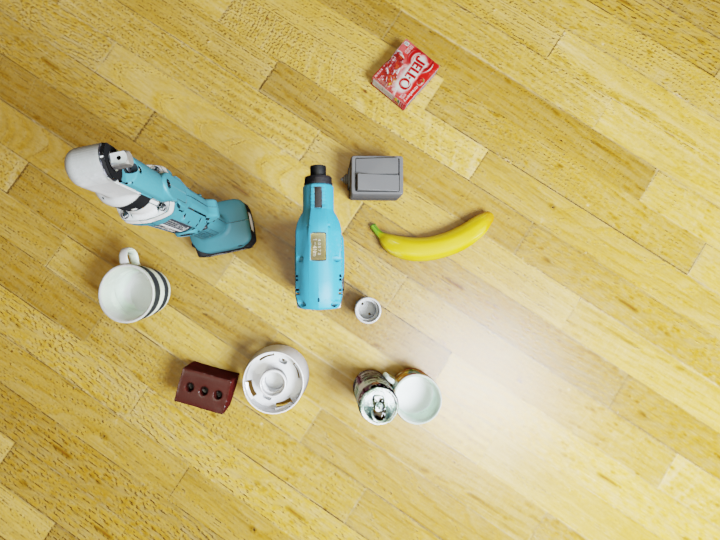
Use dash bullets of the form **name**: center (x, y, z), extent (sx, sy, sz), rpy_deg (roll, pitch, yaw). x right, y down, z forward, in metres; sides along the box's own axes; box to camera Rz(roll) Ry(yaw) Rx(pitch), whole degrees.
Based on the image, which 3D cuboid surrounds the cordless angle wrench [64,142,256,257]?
- **cordless angle wrench**: center (-0.200, -0.067, 0.481), extent (0.097, 0.423, 0.074), rpy_deg (-12, 90, -5)

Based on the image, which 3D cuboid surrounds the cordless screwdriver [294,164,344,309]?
- **cordless screwdriver**: center (-0.055, -0.036, 0.564), extent (0.074, 0.249, 0.160), rpy_deg (0, 88, -5)
